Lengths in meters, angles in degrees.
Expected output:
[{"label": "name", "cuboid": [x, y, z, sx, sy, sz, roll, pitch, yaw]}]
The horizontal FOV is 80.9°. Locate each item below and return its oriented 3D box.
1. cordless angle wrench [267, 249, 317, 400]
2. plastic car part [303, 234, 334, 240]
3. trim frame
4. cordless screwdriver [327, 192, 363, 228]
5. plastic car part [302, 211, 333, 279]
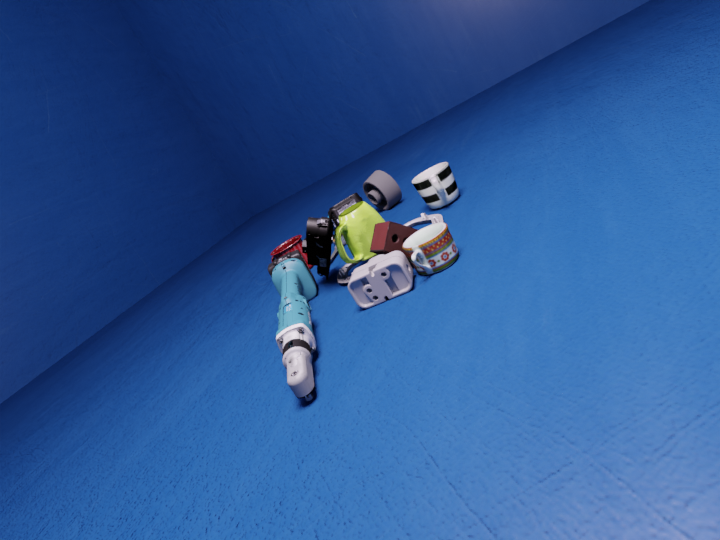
[{"label": "cordless angle wrench", "cuboid": [-0.109, 0.070, 0.703, 0.074, 0.095, 0.435, -28, 21, 0]}, {"label": "plastic car part", "cuboid": [-0.130, -0.082, 1.204, 0.071, 0.064, 0.121, -55, 22, -24]}, {"label": "trim frame", "cuboid": [0.057, -0.048, 0.842, 0.247, 0.027, 0.190, -36, 17, -8]}, {"label": "cordless screwdriver", "cuboid": [-0.061, -0.150, 1.210, 0.159, 0.074, 0.251, -32, 8, -1]}, {"label": "plastic car part", "cuboid": [-0.082, -0.053, 0.836, 0.200, 0.067, 0.067, 110, 176, -65]}]
